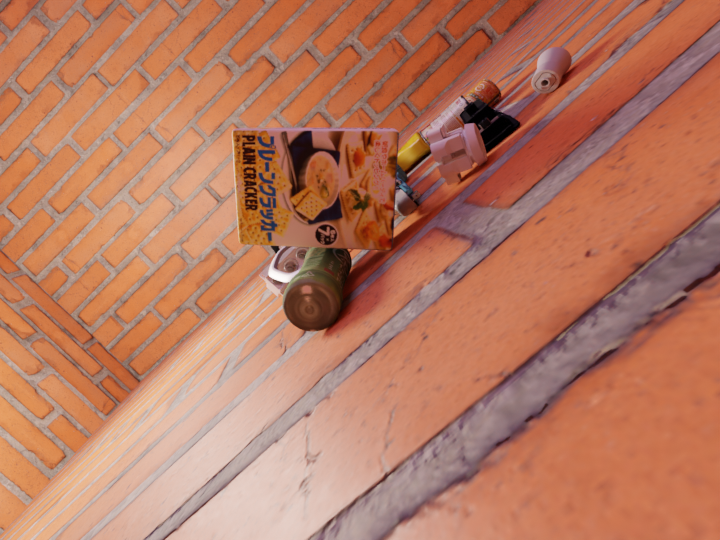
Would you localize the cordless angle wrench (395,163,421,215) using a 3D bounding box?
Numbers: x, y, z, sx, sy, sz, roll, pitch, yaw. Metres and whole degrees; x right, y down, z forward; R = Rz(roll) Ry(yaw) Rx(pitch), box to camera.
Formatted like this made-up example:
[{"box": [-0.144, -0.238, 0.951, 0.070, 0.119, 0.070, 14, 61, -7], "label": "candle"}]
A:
[{"box": [0.056, -0.154, 0.800, 0.098, 0.073, 0.429, -42, 14, 11], "label": "cordless angle wrench"}]

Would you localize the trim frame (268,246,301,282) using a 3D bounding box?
[{"box": [-0.085, -0.056, 0.873, 0.250, 0.026, 0.192, -33, 31, 6], "label": "trim frame"}]

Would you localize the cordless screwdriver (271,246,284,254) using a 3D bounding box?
[{"box": [-0.108, -0.094, 1.017, 0.255, 0.071, 0.162, -21, 30, 24], "label": "cordless screwdriver"}]

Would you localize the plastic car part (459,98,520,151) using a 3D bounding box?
[{"box": [0.188, -0.234, 0.665, 0.067, 0.067, 0.203, -47, 6, 25], "label": "plastic car part"}]
